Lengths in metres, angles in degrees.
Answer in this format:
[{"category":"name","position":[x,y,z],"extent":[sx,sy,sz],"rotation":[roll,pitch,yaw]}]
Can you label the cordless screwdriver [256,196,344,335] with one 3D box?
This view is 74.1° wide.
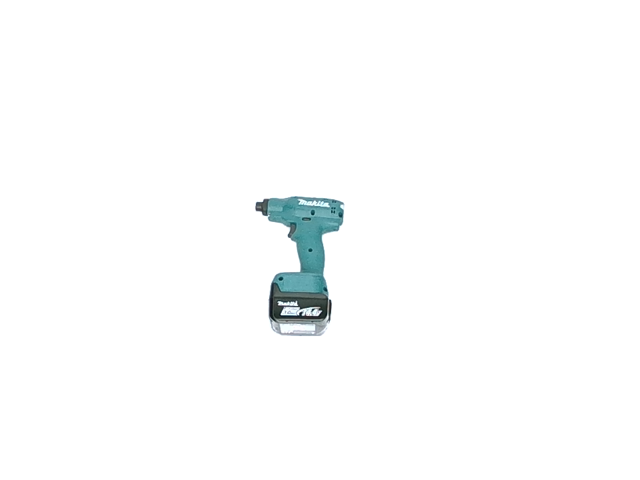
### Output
[{"category":"cordless screwdriver","position":[-0.046,0.030,0.714],"extent":[0.159,0.248,0.074],"rotation":[5,-31,2]}]
